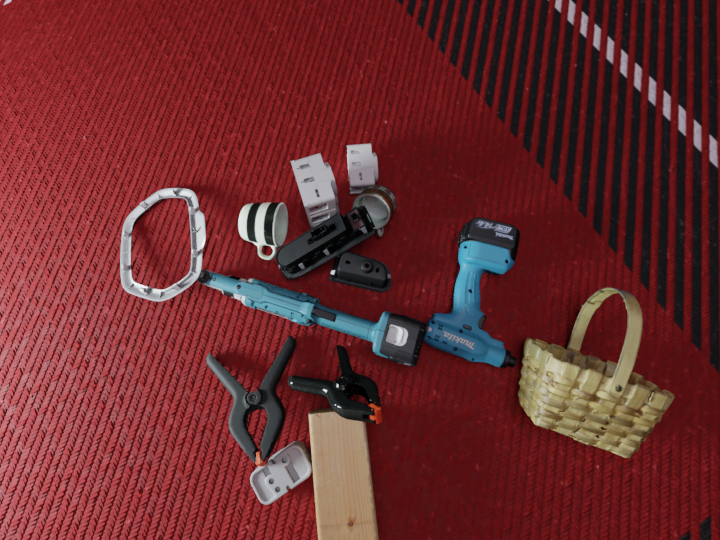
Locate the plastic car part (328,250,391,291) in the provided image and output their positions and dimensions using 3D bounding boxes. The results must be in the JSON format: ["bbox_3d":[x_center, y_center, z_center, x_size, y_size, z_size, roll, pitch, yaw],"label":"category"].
[{"bbox_3d":[0.003,-0.003,0.779,0.119,0.069,0.066,15,77,9],"label":"plastic car part"}]

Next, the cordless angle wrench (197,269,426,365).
[{"bbox_3d":[-0.102,0.070,0.761,0.433,0.095,0.075,16,76,12],"label":"cordless angle wrench"}]

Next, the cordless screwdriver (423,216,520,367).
[{"bbox_3d":[0.224,0.039,0.754,0.162,0.073,0.250,19,80,7],"label":"cordless screwdriver"}]

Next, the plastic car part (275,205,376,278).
[{"bbox_3d":[-0.075,-0.049,0.772,0.206,0.064,0.068,-31,68,19],"label":"plastic car part"}]

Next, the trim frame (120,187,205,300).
[{"bbox_3d":[-0.383,-0.058,0.818,0.185,0.026,0.257,-15,62,5],"label":"trim frame"}]
